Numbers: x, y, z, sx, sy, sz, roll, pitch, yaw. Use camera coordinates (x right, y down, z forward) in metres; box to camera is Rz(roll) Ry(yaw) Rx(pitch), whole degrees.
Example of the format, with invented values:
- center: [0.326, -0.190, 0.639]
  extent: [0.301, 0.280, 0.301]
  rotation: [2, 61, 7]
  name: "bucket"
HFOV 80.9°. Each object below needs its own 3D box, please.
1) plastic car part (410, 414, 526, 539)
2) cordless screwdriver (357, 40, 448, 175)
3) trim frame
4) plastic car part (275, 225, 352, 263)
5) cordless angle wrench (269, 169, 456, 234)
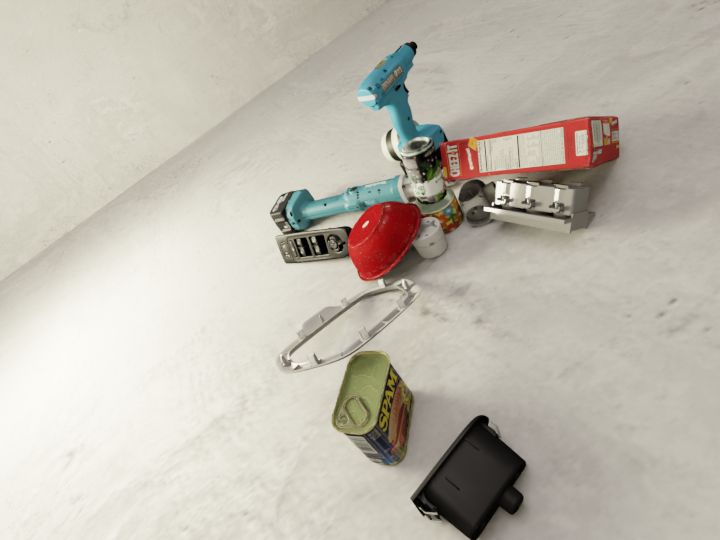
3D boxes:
- center: [0.113, 0.202, 0.402]
  extent: [0.115, 0.063, 0.075]
  rotation: [-42, 49, -16]
  name: "plastic car part"
- center: [0.106, -0.315, 0.849]
  extent: [0.159, 0.236, 0.078]
  rotation: [-51, 36, -16]
  name: "cordless screwdriver"
- center: [-0.018, 0.072, 0.616]
  extent: [0.244, 0.027, 0.191]
  rotation: [-37, 15, -32]
  name: "trim frame"
- center: [-0.084, -0.055, 0.857]
  extent: [0.212, 0.065, 0.065]
  rotation: [-2, 15, 46]
  name: "plastic car part"
- center: [-0.004, -0.155, 0.907]
  extent: [0.440, 0.071, 0.099]
  rotation: [-7, 43, 31]
  name: "cordless angle wrench"
